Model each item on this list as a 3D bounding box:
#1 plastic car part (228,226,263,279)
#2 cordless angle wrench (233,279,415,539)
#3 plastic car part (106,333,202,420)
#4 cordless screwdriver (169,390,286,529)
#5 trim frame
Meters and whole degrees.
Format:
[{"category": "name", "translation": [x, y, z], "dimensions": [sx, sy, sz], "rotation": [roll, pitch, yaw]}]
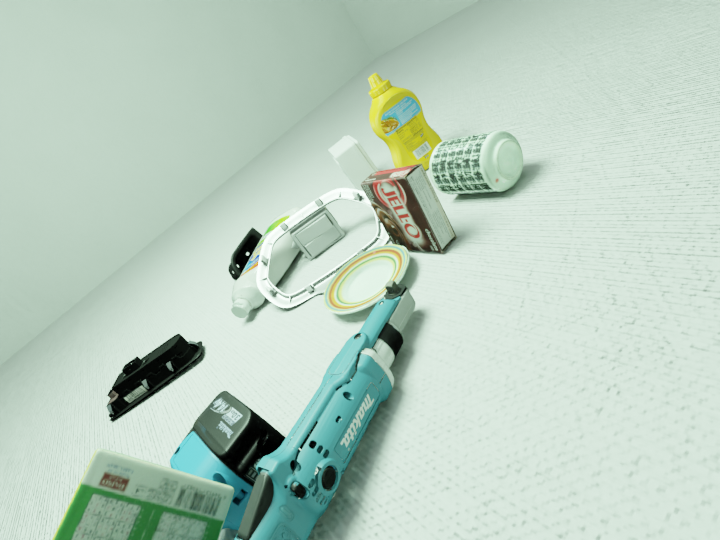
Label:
[{"category": "plastic car part", "translation": [-0.255, -0.026, 0.931], "dimensions": [0.072, 0.064, 0.117], "rotation": [-32, 23, 51]}, {"category": "cordless angle wrench", "translation": [-0.045, 0.158, 0.332], "dimensions": [0.077, 0.095, 0.420], "rotation": [-13, 30, 43]}, {"category": "plastic car part", "translation": [-0.360, 0.171, 0.727], "dimensions": [0.204, 0.065, 0.068], "rotation": [-31, 17, 7]}, {"category": "cordless screwdriver", "translation": [-0.172, 0.233, 0.374], "dimensions": [0.166, 0.071, 0.248], "rotation": [-4, 44, 50]}, {"category": "trim frame", "translation": [-0.067, -0.044, 0.686], "dimensions": [0.249, 0.026, 0.194], "rotation": [-33, 52, 3]}]
